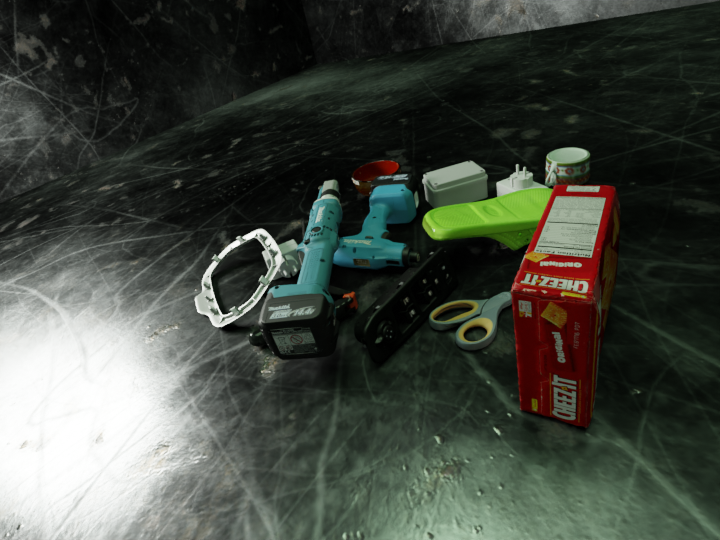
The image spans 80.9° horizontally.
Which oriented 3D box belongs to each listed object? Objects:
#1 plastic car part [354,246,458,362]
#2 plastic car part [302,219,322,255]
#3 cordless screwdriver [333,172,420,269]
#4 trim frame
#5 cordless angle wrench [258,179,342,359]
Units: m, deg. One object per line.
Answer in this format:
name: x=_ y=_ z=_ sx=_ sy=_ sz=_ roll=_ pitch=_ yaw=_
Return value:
plastic car part: x=0.059 y=0.044 z=0.602 sx=0.070 sy=0.064 sz=0.200 roll=3 pitch=36 yaw=44
plastic car part: x=-0.078 y=-0.062 z=0.825 sx=0.071 sy=0.064 sz=0.120 roll=-4 pitch=30 yaw=-1
cordless screwdriver: x=0.059 y=-0.092 z=0.796 sx=0.166 sy=0.071 sz=0.249 roll=3 pitch=41 yaw=28
trim frame: x=-0.228 y=0.005 z=0.775 sx=0.184 sy=0.026 sz=0.262 roll=-44 pitch=37 yaw=0
cordless angle wrench: x=-0.069 y=-0.045 z=0.702 sx=0.100 sy=0.071 sz=0.432 roll=-9 pitch=37 yaw=11
